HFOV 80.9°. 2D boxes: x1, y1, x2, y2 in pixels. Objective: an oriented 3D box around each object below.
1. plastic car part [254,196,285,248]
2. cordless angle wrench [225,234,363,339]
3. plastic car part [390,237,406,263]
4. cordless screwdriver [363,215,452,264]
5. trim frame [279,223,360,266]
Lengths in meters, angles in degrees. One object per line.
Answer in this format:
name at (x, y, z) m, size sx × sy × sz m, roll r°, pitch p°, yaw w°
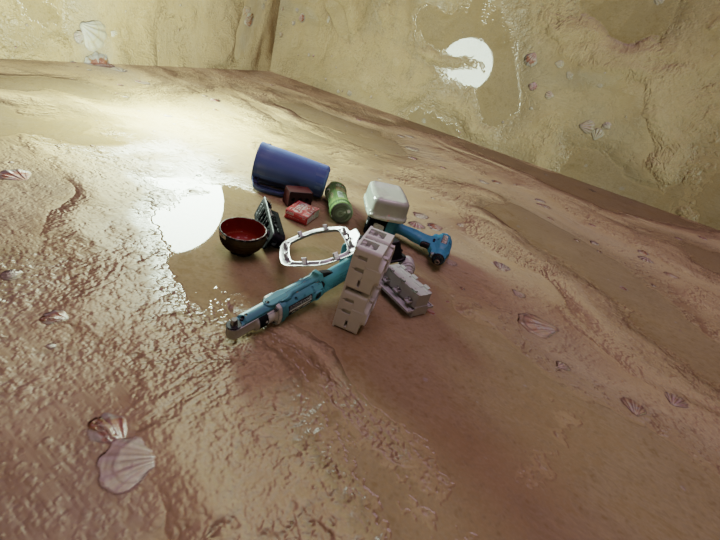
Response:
plastic car part at (-0.234, -0.113, 1.095) m, size 0.064 × 0.066 × 0.212 m, roll 32°, pitch 19°, yaw -30°
cordless angle wrench at (-0.105, 0.036, 0.875) m, size 0.078 × 0.096 × 0.411 m, roll 31°, pitch 39°, yaw 25°
plastic car part at (0.052, -0.055, 1.066) m, size 0.116 × 0.068 × 0.068 m, roll -12°, pitch 33°, yaw -1°
cordless screwdriver at (0.132, -0.095, 1.197) m, size 0.254 × 0.073 × 0.158 m, roll 23°, pitch 31°, yaw 11°
trim frame at (-0.094, -0.061, 0.957) m, size 0.184 × 0.027 × 0.256 m, roll -13°, pitch 21°, yaw -3°
